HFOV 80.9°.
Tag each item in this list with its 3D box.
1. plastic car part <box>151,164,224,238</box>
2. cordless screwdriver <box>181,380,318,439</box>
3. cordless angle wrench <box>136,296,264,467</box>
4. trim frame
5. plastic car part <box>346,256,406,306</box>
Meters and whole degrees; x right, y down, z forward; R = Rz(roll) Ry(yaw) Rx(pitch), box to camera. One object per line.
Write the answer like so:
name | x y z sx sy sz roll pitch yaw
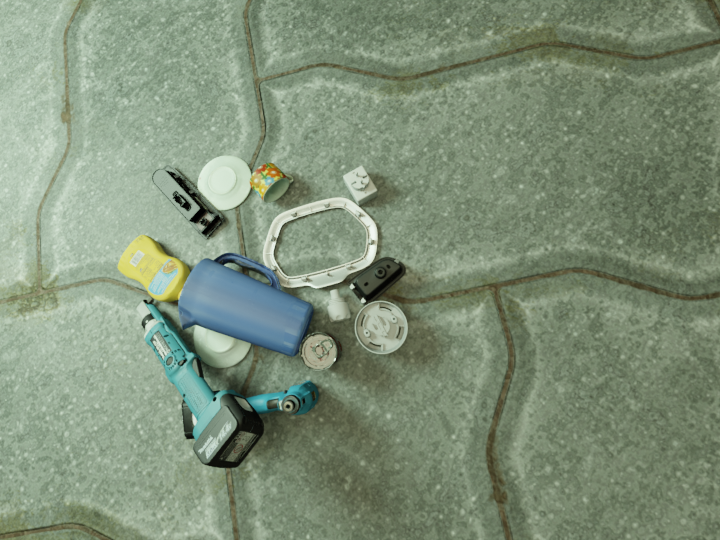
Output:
plastic car part | -0.399 -0.160 0.943 0.210 0.065 0.066 45 102 17
cordless screwdriver | -0.208 0.253 0.776 0.251 0.155 0.075 -12 80 7
cordless angle wrench | -0.332 0.174 0.784 0.448 0.070 0.098 34 83 39
trim frame | -0.087 -0.057 0.891 0.250 0.027 0.187 -15 77 4
plastic car part | 0.034 0.012 0.835 0.116 0.069 0.067 -38 80 2
